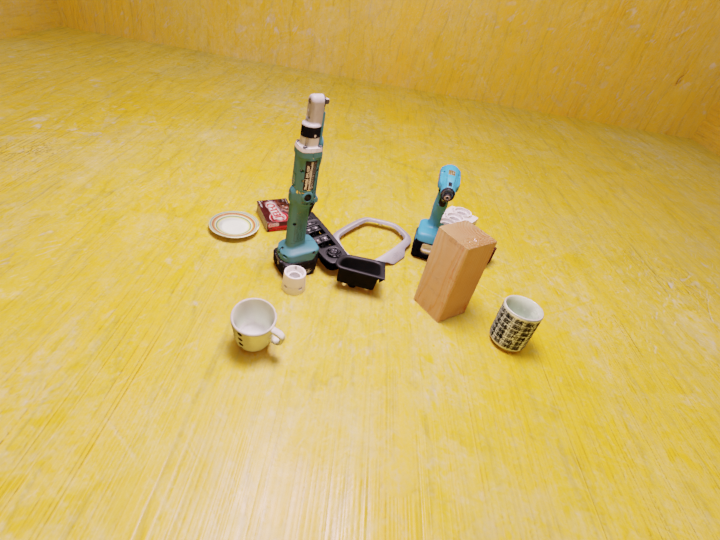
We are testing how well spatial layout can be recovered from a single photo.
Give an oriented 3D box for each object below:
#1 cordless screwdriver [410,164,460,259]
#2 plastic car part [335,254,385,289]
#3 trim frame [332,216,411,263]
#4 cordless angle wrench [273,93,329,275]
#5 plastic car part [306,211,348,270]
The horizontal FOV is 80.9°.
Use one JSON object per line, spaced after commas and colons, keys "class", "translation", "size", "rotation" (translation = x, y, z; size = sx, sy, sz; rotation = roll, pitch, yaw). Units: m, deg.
{"class": "cordless screwdriver", "translation": [0.195, -0.134, 1.083], "size": [0.075, 0.244, 0.160], "rotation": [16, 36, 4]}
{"class": "plastic car part", "translation": [-0.005, 0.011, 0.993], "size": [0.117, 0.069, 0.067], "rotation": [11, 36, 0]}
{"class": "trim frame", "translation": [0.032, -0.079, 1.156], "size": [0.193, 0.027, 0.242], "rotation": [31, 42, 26]}
{"class": "cordless angle wrench", "translation": [-0.124, -0.169, 0.916], "size": [0.094, 0.414, 0.078], "rotation": [-10, 42, -29]}
{"class": "plastic car part", "translation": [-0.106, -0.069, 1.079], "size": [0.064, 0.065, 0.214], "rotation": [-15, 43, -32]}
